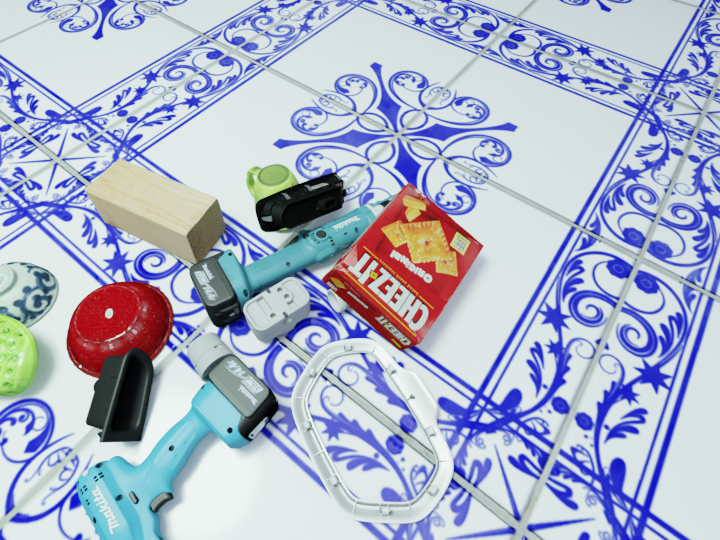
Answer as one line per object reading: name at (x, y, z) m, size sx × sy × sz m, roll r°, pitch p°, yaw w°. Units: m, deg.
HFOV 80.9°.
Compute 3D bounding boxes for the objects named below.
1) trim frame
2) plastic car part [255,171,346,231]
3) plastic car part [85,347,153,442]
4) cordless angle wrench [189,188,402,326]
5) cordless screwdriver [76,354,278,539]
trim frame at (0.013, 0.206, 0.575) m, size 0.181 × 0.027 × 0.260 m, roll -24°, pitch 59°, yaw -17°
plastic car part at (-0.086, -0.109, 0.708) m, size 0.071 × 0.065 × 0.197 m, roll 25°, pitch 36°, yaw 35°
plastic car part at (-0.331, 0.167, 0.573) m, size 0.073 × 0.063 × 0.119 m, roll -7°, pitch 67°, yaw 18°
cordless angle wrench at (-0.070, -0.046, 0.714) m, size 0.415 × 0.072 × 0.102 m, roll -27°, pitch 61°, yaw -20°
cordless screwdriver at (-0.206, 0.239, 0.527) m, size 0.246 × 0.072 × 0.166 m, roll -41°, pitch 67°, yaw -19°
